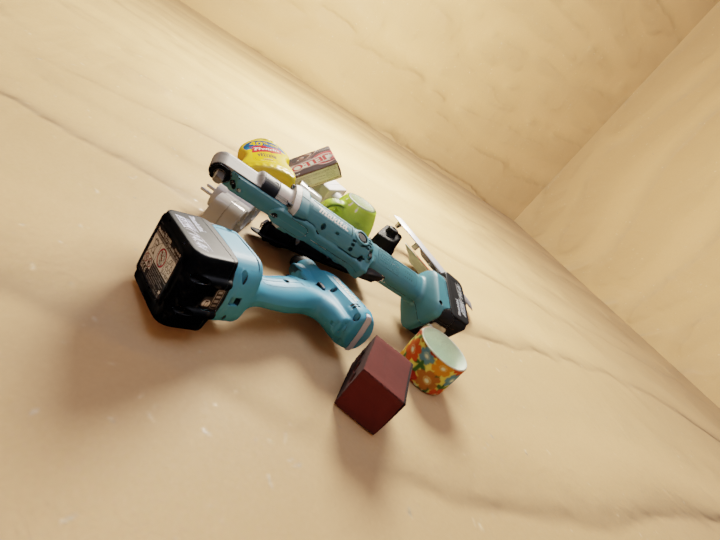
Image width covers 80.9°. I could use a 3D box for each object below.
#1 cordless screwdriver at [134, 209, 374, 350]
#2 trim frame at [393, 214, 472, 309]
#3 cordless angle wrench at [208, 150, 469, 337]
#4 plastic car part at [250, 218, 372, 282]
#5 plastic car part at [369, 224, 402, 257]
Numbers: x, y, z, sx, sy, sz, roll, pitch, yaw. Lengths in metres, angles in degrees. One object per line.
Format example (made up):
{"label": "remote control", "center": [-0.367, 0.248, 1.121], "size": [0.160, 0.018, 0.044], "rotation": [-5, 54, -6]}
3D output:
{"label": "cordless screwdriver", "center": [-0.108, 0.006, 0.458], "size": [0.235, 0.074, 0.168], "rotation": [20, 18, -44]}
{"label": "trim frame", "center": [0.144, -0.017, 0.867], "size": [0.254, 0.028, 0.179], "rotation": [50, 9, 11]}
{"label": "cordless angle wrench", "center": [-0.015, -0.029, 0.565], "size": [0.403, 0.076, 0.101], "rotation": [33, 41, -28]}
{"label": "plastic car part", "center": [-0.061, -0.040, 0.620], "size": [0.193, 0.067, 0.070], "rotation": [17, 17, -32]}
{"label": "plastic car part", "center": [0.045, -0.054, 0.805], "size": [0.067, 0.071, 0.114], "rotation": [40, 19, 6]}
